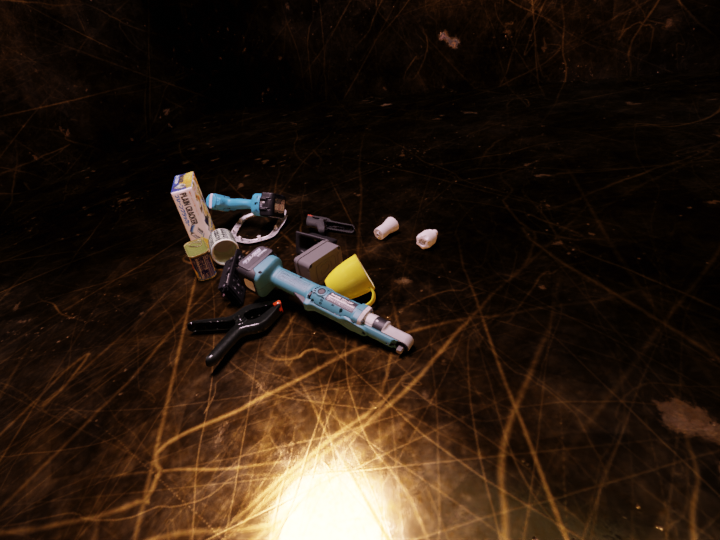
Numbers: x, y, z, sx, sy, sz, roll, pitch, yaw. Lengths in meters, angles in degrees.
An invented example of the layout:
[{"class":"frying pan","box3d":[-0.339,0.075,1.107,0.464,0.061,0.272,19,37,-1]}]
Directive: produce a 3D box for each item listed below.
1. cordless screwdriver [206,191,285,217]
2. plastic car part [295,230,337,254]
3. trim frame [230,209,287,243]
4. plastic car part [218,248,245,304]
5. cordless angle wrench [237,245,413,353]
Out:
[{"class":"cordless screwdriver","box3d":[-0.363,-0.215,1.392,0.257,0.074,0.154,6,3,20]},{"class":"plastic car part","box3d":[-0.114,-0.075,1.167,0.122,0.065,0.069,12,23,27]},{"class":"trim frame","box3d":[-0.330,-0.154,1.386,0.187,0.026,0.253,-5,31,8]},{"class":"plastic car part","box3d":[-0.328,0.018,1.092,0.068,0.063,0.209,-32,30,15]},{"class":"cordless angle wrench","box3d":[-0.082,0.063,0.894,0.445,0.071,0.097,23,49,30]}]
